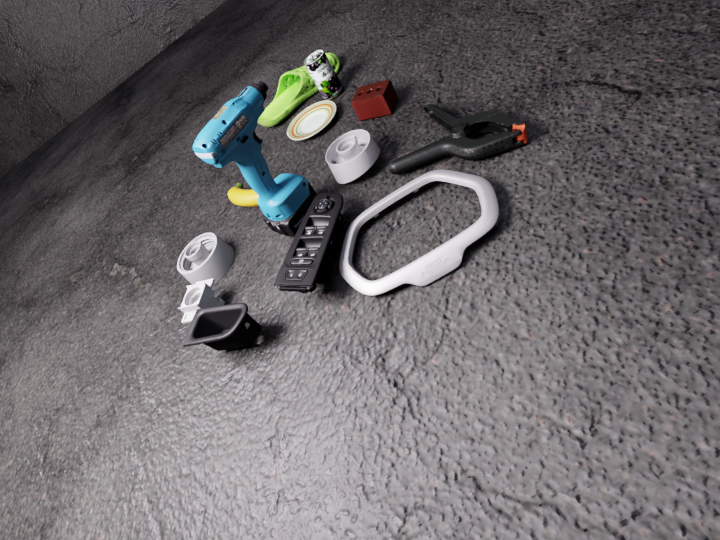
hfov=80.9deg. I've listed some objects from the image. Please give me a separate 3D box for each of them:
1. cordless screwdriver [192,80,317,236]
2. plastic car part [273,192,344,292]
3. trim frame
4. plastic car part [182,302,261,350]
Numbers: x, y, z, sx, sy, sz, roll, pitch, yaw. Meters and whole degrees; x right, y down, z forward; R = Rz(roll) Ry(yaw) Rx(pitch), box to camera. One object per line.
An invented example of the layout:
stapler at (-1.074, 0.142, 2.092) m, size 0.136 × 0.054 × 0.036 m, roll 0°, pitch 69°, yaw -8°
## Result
cordless screwdriver at (-0.153, -0.181, 0.720) m, size 0.078 × 0.235 × 0.159 m, roll 15°, pitch 65°, yaw 41°
plastic car part at (-0.066, -0.043, 0.674) m, size 0.069 × 0.063 × 0.206 m, roll -7°, pitch 52°, yaw 30°
trim frame at (0.076, -0.059, 0.617) m, size 0.250 × 0.026 × 0.193 m, roll -31°, pitch 44°, yaw 9°
plastic car part at (-0.203, 0.095, 0.653) m, size 0.121 × 0.067 × 0.067 m, roll -10°, pitch 50°, yaw 28°
